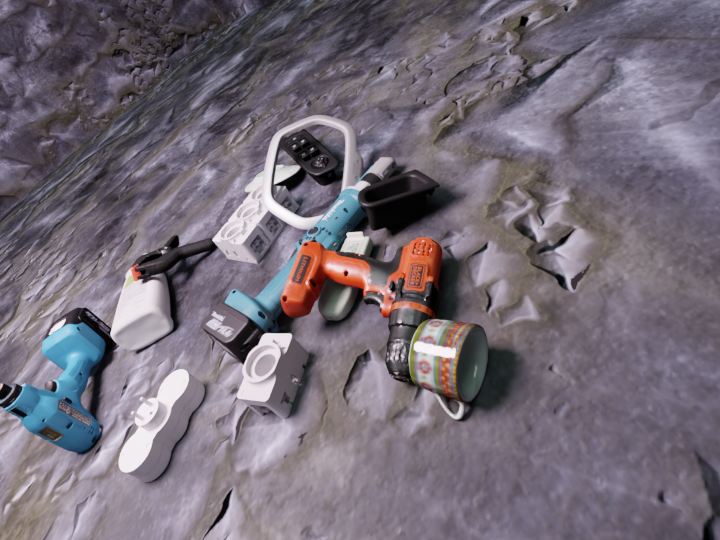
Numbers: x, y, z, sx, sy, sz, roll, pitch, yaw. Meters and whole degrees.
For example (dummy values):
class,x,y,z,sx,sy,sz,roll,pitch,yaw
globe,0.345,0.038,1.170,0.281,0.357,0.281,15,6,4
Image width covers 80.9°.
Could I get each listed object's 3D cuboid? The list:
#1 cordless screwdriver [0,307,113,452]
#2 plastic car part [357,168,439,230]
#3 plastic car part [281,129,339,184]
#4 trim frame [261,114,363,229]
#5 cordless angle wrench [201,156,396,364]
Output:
class,x,y,z,sx,sy,sz,roll,pitch,yaw
cordless screwdriver,-0.487,0.156,0.685,0.074,0.151,0.262,-34,38,-2
plastic car part,0.052,-0.097,0.636,0.115,0.068,0.069,-23,37,-12
plastic car part,-0.108,-0.233,0.877,0.065,0.064,0.214,-28,42,-14
trim frame,-0.088,-0.187,0.783,0.187,0.026,0.253,1,66,8
cordless angle wrench,-0.065,-0.043,0.666,0.103,0.070,0.421,16,59,42
